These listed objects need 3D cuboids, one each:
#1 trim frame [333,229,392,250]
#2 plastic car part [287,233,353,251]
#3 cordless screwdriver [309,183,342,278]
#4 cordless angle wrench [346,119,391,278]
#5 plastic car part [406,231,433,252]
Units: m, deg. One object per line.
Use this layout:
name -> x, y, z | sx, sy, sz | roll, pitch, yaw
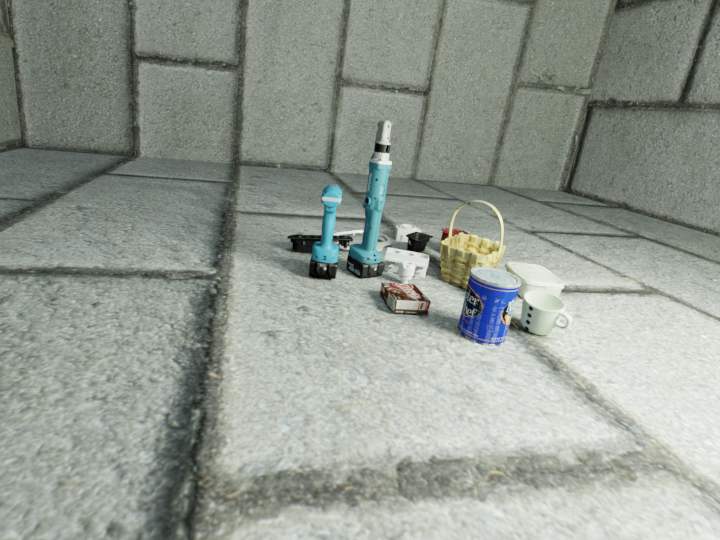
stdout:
trim frame -> -0.005, -0.103, 1.465 | 0.238, 0.027, 0.195 | -9, 25, -36
plastic car part -> -0.129, -0.084, 1.320 | 0.202, 0.066, 0.068 | 5, 19, -3
cordless screwdriver -> -0.088, -0.112, 1.148 | 0.074, 0.245, 0.162 | 7, 19, -4
cordless angle wrench -> 0.037, -0.188, 1.144 | 0.071, 0.416, 0.103 | -4, 21, -32
plastic car part -> 0.186, -0.086, 1.414 | 0.069, 0.070, 0.113 | 18, 23, 28
